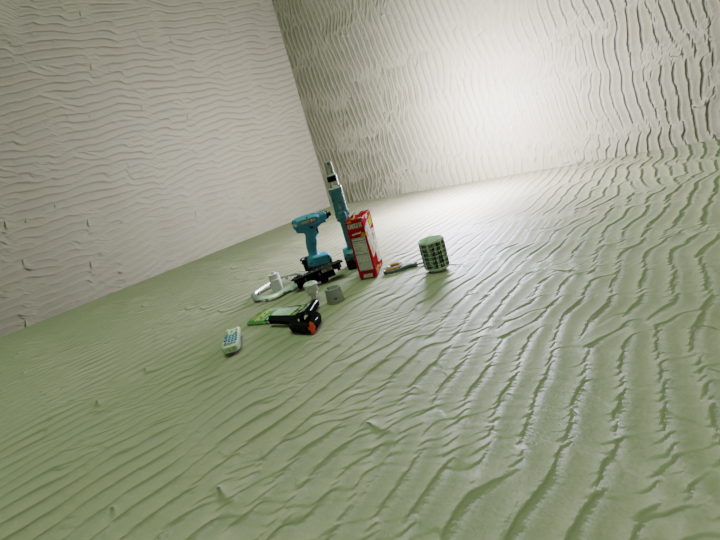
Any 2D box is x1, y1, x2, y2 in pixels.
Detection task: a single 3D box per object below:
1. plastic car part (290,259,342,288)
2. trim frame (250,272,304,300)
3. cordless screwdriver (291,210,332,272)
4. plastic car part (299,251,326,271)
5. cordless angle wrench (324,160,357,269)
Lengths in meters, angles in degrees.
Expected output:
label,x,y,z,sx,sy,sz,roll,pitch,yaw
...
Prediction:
label,x,y,z,sx,sy,sz,roll,pitch,yaw
plastic car part,-0.158,0.017,1.560,0.201,0.066,0.068,-18,13,-6
trim frame,-0.315,0.063,1.638,0.192,0.027,0.243,-6,18,33
cordless screwdriver,-0.162,-0.106,1.661,0.156,0.245,0.077,-20,12,-19
plastic car part,-0.190,-0.030,1.752,0.115,0.070,0.068,-19,13,-10
cordless angle wrench,-0.070,-0.215,1.623,0.074,0.416,0.100,-16,11,-3
